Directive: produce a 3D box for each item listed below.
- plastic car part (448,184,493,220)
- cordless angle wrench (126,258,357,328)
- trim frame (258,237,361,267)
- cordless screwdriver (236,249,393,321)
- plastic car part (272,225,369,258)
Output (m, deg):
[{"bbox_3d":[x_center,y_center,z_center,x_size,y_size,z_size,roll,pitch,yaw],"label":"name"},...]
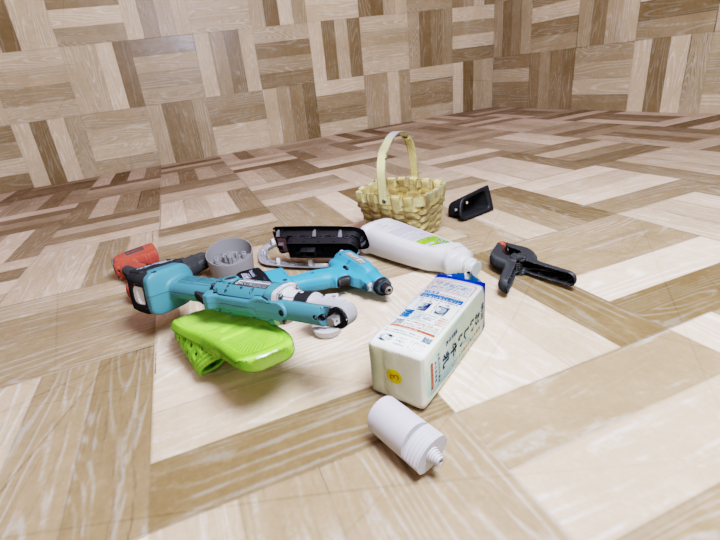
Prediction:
[{"bbox_3d":[0.266,-0.165,1.064,0.114,0.065,0.074,-23,13,-24],"label":"plastic car part"},{"bbox_3d":[-0.186,0.037,0.609,0.444,0.073,0.095,4,18,36],"label":"cordless angle wrench"},{"bbox_3d":[-0.118,-0.050,0.960,0.257,0.027,0.183,1,26,21],"label":"trim frame"},{"bbox_3d":[-0.079,0.031,0.728,0.241,0.072,0.168,-16,26,-26],"label":"cordless screwdriver"},{"bbox_3d":[-0.085,-0.056,0.871,0.207,0.064,0.068,-2,34,12],"label":"plastic car part"}]
